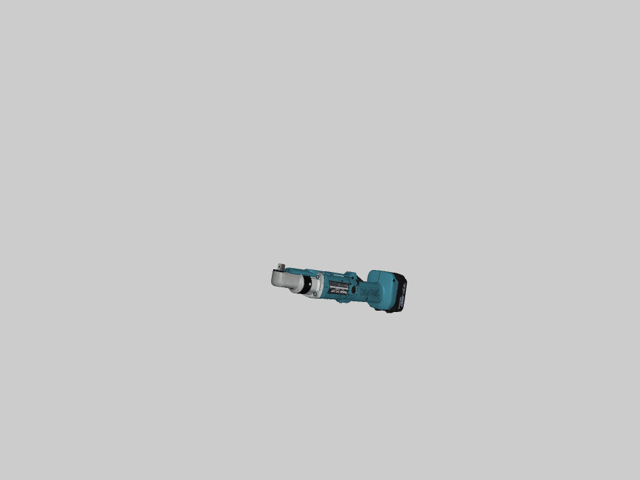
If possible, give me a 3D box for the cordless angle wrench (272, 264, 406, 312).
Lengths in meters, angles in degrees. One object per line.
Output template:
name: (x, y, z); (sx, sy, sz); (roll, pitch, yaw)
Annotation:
cordless angle wrench: (0.050, 0.099, 0.892); (0.074, 0.098, 0.422); (6, -5, 39)
